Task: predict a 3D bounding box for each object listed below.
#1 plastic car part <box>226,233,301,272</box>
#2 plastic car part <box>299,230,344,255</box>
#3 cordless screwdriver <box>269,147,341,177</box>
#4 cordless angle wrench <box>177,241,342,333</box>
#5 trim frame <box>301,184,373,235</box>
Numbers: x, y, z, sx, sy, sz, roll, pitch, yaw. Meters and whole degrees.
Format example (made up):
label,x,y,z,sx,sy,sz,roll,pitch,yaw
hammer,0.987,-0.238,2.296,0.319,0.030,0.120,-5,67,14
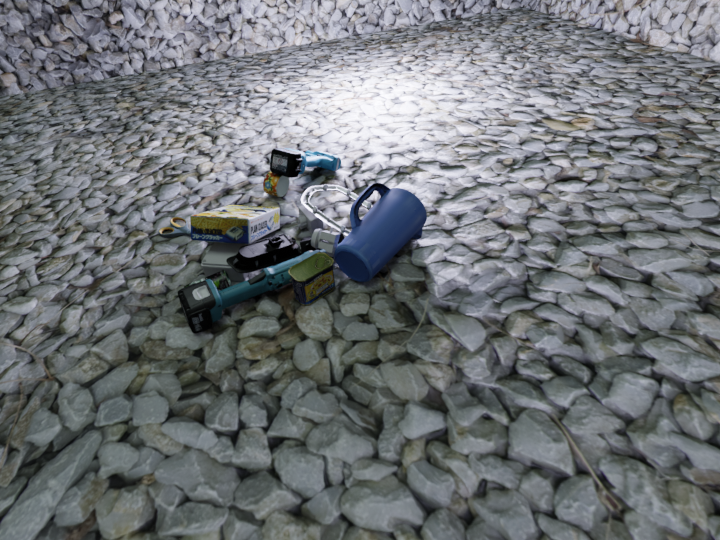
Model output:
label,x,y,z,sx,sy,sz,roll,pitch,yaw
plastic car part,-0.227,-0.046,1.029,0.197,0.067,0.068,-26,69,-40
plastic car part,-0.106,-0.070,1.088,0.114,0.064,0.075,-19,28,-19
cordless screwdriver,-0.194,-0.357,1.361,0.167,0.073,0.240,23,26,30
cordless angle wrench,-0.202,0.016,0.986,0.413,0.096,0.078,-23,59,-23
trim frame,-0.047,-0.166,1.159,0.257,0.027,0.180,37,48,18
